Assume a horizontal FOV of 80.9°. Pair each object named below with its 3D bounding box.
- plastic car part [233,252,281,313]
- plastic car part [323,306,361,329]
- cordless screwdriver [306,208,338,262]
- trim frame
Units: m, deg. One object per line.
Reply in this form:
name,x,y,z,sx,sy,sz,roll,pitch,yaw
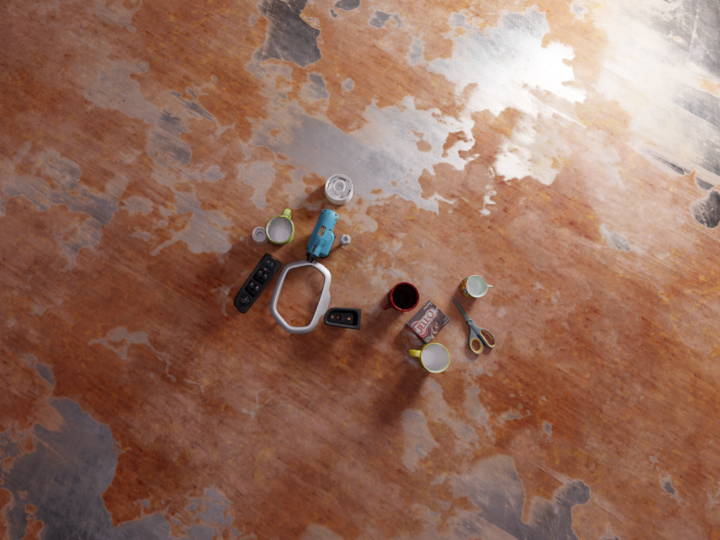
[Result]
plastic car part,-0.333,0.044,1.359,0.067,0.067,0.203,34,80,2
plastic car part,-0.060,0.150,1.343,0.116,0.070,0.066,6,81,-2
cordless screwdriver,-0.127,-0.083,1.297,0.074,0.248,0.160,23,80,-3
trim frame,-0.192,0.083,1.375,0.185,0.027,0.250,17,79,2
